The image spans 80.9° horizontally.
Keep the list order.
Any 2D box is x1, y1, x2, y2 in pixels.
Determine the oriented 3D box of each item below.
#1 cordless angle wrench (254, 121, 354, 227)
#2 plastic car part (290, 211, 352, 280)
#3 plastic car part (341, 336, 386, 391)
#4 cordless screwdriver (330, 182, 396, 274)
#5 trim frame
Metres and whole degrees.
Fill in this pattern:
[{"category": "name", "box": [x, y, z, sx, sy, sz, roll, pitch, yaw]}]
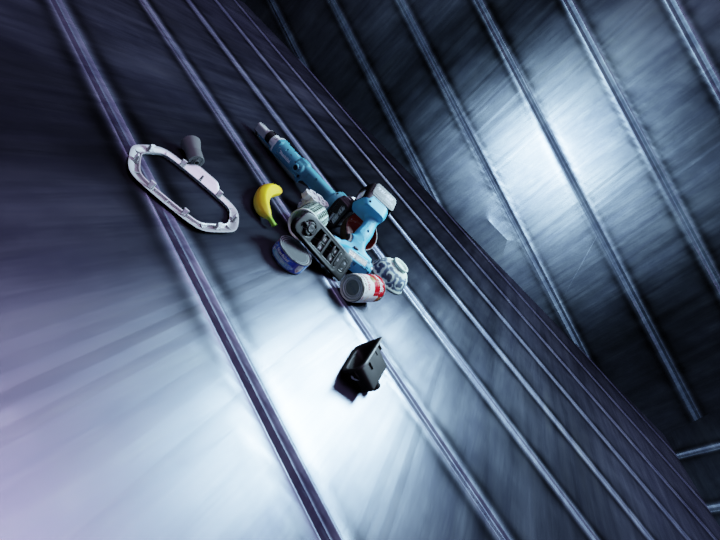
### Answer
[{"category": "cordless angle wrench", "box": [-0.180, -0.303, 1.260, 0.436, 0.098, 0.072, 48, 26, 17]}, {"category": "plastic car part", "box": [-0.095, -0.062, 0.968, 0.071, 0.066, 0.192, 26, -18, 43]}, {"category": "plastic car part", "box": [0.014, 0.185, 0.786, 0.070, 0.067, 0.115, 58, 25, -8]}, {"category": "cordless screwdriver", "box": [-0.008, -0.124, 1.119, 0.153, 0.077, 0.250, 34, 62, -23]}, {"category": "trim frame", "box": [-0.338, -0.162, 0.824, 0.245, 0.028, 0.186, 39, 22, -9]}]
